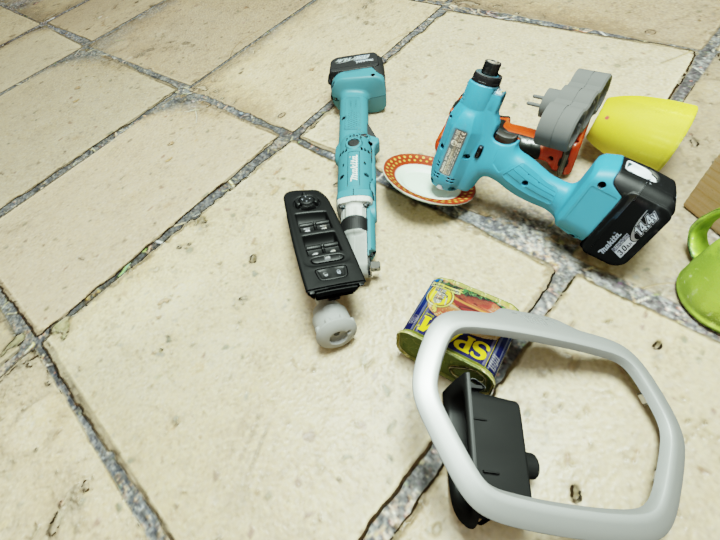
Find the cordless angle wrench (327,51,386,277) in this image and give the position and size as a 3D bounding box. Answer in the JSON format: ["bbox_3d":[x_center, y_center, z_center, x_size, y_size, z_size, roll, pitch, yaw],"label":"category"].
[{"bbox_3d":[-0.005,-0.172,0.631,0.099,0.071,0.435,-5,56,8],"label":"cordless angle wrench"}]

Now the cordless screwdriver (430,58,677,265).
[{"bbox_3d":[0.212,-0.124,0.477,0.259,0.156,0.073,31,43,21],"label":"cordless screwdriver"}]

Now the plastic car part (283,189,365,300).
[{"bbox_3d":[-0.052,-0.034,0.535,0.066,0.064,0.212,-16,47,-7],"label":"plastic car part"}]

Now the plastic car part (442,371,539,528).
[{"bbox_3d":[0.116,0.159,0.370,0.071,0.064,0.120,4,56,-4],"label":"plastic car part"}]

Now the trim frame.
[{"bbox_3d":[0.161,0.118,0.361,0.246,0.027,0.188,9,58,-6],"label":"trim frame"}]
